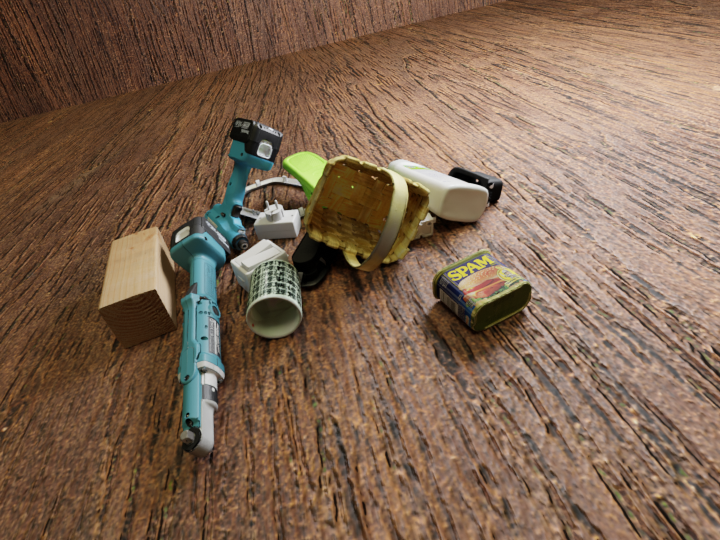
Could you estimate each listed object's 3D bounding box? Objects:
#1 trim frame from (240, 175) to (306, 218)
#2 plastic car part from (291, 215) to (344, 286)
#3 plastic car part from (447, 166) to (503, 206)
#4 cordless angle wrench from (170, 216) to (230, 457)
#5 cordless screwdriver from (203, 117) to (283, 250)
[{"bbox_3d":[-0.197,-0.167,0.971,0.262,0.026,0.182,19,49,34],"label":"trim frame"},{"bbox_3d":[-0.074,-0.048,0.756,0.068,0.064,0.205,7,44,13],"label":"plastic car part"},{"bbox_3d":[0.226,-0.165,0.814,0.069,0.064,0.122,-8,31,-19],"label":"plastic car part"},{"bbox_3d":[-0.241,0.072,0.637,0.075,0.093,0.443,-32,42,6],"label":"cordless angle wrench"},{"bbox_3d":[-0.230,-0.169,0.841,0.070,0.248,0.169,13,16,-44],"label":"cordless screwdriver"}]
